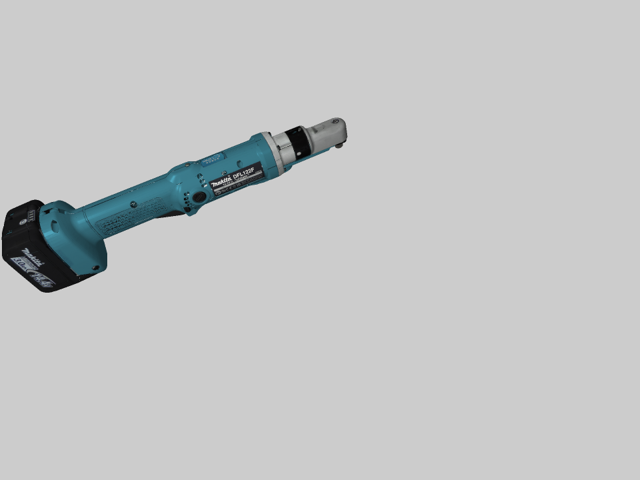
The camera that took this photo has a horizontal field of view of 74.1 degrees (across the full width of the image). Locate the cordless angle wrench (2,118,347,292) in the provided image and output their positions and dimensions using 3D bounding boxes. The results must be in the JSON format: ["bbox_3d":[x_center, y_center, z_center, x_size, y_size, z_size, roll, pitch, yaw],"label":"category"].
[{"bbox_3d":[-0.158,-0.067,0.529,0.422,0.074,0.098,-24,-40,-9],"label":"cordless angle wrench"}]
